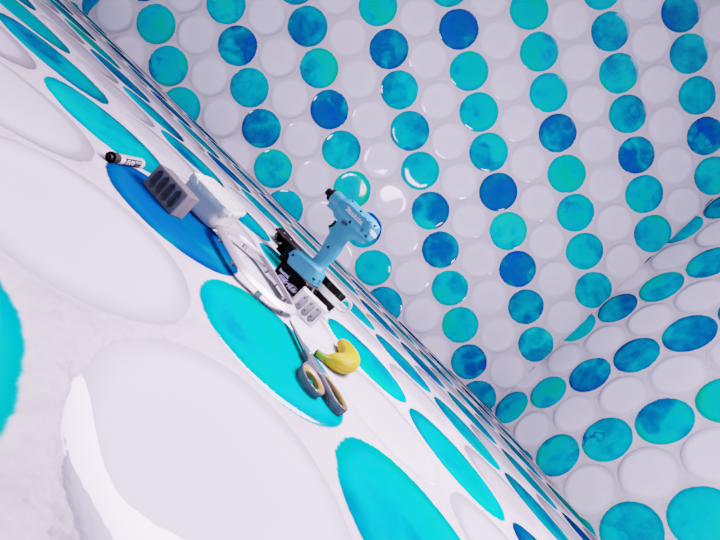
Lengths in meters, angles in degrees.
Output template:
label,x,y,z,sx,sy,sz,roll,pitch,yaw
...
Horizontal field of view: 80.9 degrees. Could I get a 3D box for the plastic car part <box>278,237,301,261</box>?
label,x,y,z,sx,sy,sz,roll,pitch,yaw
plastic car part,-0.170,-0.020,1.092,0.123,0.071,0.062,47,4,39

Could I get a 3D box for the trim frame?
label,x,y,z,sx,sy,sz,roll,pitch,yaw
trim frame,-0.201,-0.003,0.812,0.263,0.027,0.174,47,3,41

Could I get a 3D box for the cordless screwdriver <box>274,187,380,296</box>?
label,x,y,z,sx,sy,sz,roll,pitch,yaw
cordless screwdriver,-0.093,-0.061,0.955,0.166,0.249,0.071,46,4,23

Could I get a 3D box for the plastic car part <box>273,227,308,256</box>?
label,x,y,z,sx,sy,sz,roll,pitch,yaw
plastic car part,-0.178,-0.030,1.188,0.206,0.067,0.065,45,3,9
